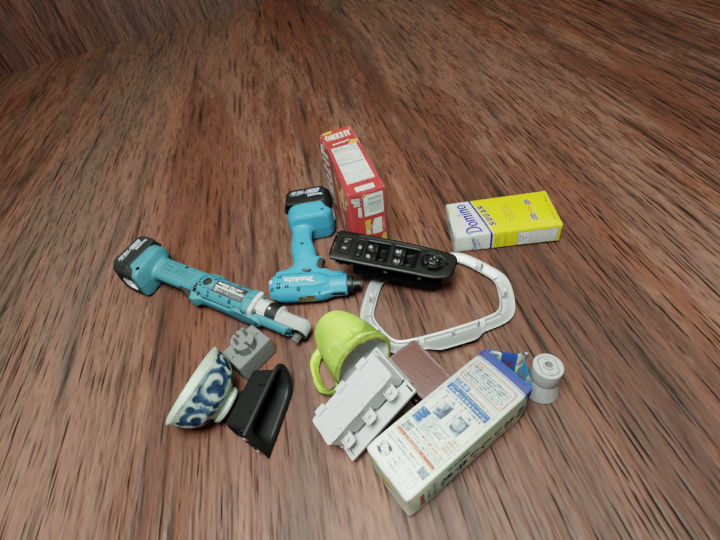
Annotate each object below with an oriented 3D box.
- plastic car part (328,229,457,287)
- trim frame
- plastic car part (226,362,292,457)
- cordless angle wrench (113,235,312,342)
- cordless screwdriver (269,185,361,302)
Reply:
[{"bbox_3d":[0.052,-0.011,0.698,0.209,0.065,0.067,8,42,16],"label":"plastic car part"},{"bbox_3d":[0.120,0.047,0.686,0.248,0.026,0.192,-16,47,-2],"label":"trim frame"},{"bbox_3d":[-0.149,0.193,0.607,0.073,0.063,0.118,-8,42,25],"label":"plastic car part"},{"bbox_3d":[-0.272,0.037,0.772,0.442,0.071,0.098,17,54,25],"label":"cordless angle wrench"},{"bbox_3d":[-0.078,-0.051,0.799,0.162,0.071,0.256,-6,51,9],"label":"cordless screwdriver"}]
